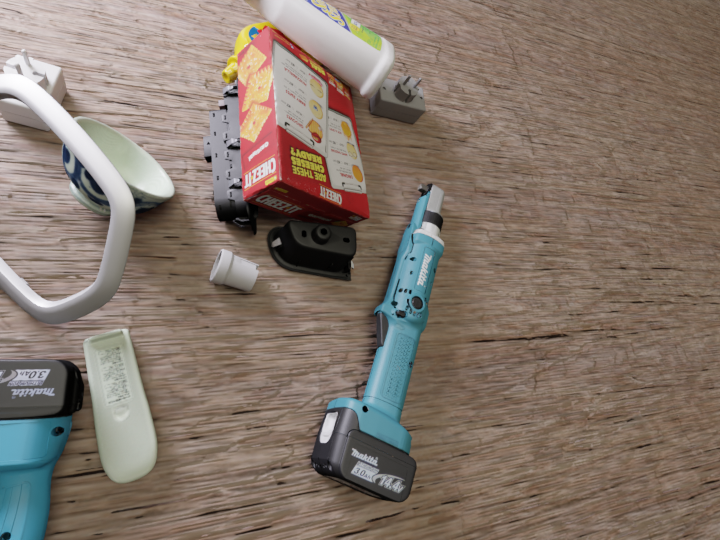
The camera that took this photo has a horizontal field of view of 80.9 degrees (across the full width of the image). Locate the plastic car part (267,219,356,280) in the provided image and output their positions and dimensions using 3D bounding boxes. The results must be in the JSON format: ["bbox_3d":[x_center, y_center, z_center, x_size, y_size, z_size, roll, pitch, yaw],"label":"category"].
[{"bbox_3d":[-0.052,-0.034,0.529,0.112,0.072,0.067,9,66,-24],"label":"plastic car part"}]

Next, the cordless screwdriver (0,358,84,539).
[{"bbox_3d":[-0.304,0.198,0.327,0.154,0.075,0.253,-1,73,-23],"label":"cordless screwdriver"}]

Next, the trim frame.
[{"bbox_3d":[-0.314,-0.065,0.394,0.185,0.027,0.248,-43,90,10],"label":"trim frame"}]

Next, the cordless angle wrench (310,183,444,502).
[{"bbox_3d":[0.056,0.049,0.541,0.096,0.075,0.427,27,59,-13],"label":"cordless angle wrench"}]

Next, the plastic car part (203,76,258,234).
[{"bbox_3d":[-0.162,-0.142,0.533,0.066,0.066,0.208,-9,71,-13],"label":"plastic car part"}]
